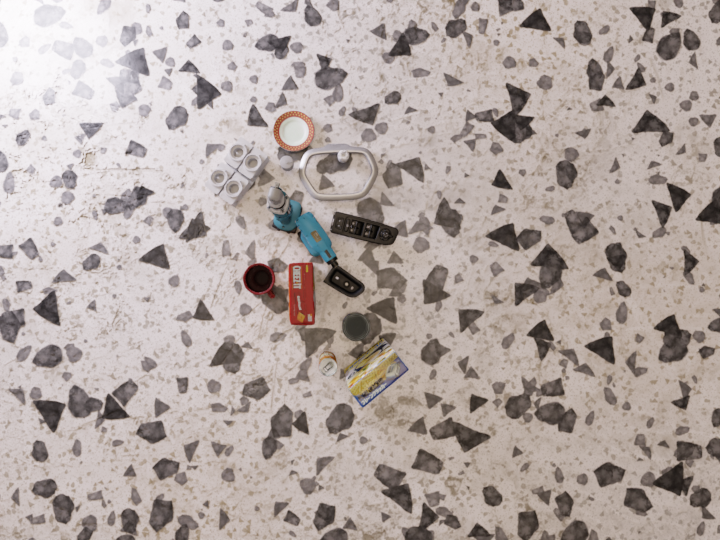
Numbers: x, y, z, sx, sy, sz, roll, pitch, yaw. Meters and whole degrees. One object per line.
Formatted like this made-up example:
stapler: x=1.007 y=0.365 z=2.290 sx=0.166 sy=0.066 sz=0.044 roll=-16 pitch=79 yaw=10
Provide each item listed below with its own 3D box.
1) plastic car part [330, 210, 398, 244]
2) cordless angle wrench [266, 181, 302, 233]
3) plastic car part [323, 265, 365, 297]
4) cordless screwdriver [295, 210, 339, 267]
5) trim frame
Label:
plastic car part: x=0.011 y=-0.122 z=1.284 sx=0.203 sy=0.067 sz=0.066 roll=14 pitch=88 yaw=0
cordless angle wrench: x=-0.205 y=-0.163 z=1.109 sx=0.074 sy=0.424 sz=0.098 roll=16 pitch=89 yaw=-5
plastic car part: x=-0.047 y=0.037 z=1.272 sx=0.117 sy=0.071 sz=0.066 roll=33 pitch=87 yaw=0
cordless screwdriver: x=-0.116 y=-0.076 z=1.191 sx=0.074 sy=0.249 sz=0.159 roll=-34 pitch=91 yaw=-4
trim frame: x=-0.068 y=-0.307 z=1.315 sx=0.248 sy=0.027 sz=0.185 roll=-3 pitch=87 yaw=0
